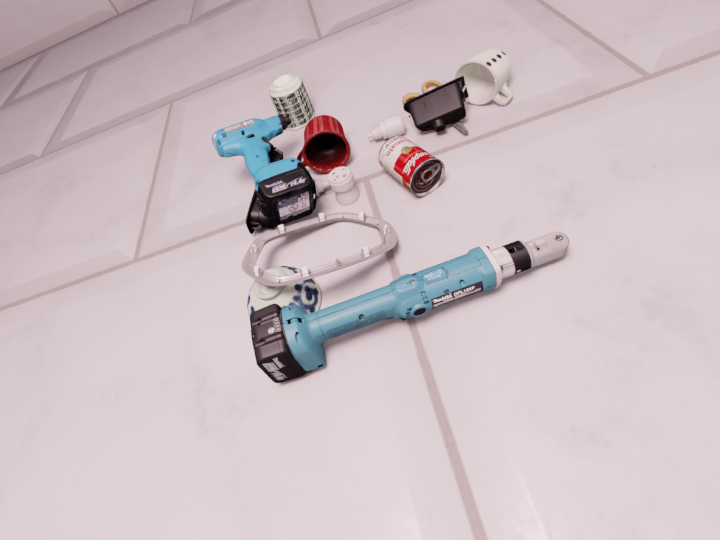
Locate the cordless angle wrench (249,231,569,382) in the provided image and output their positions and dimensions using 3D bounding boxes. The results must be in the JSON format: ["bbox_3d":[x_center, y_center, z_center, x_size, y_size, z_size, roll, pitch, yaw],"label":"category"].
[{"bbox_3d":[0.066,0.034,0.554,0.424,0.093,0.078,-20,52,3],"label":"cordless angle wrench"}]

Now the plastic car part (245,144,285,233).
[{"bbox_3d":[-0.172,-0.151,0.821,0.067,0.065,0.206,14,55,0],"label":"plastic car part"}]

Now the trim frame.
[{"bbox_3d":[-0.064,-0.042,0.659,0.243,0.026,0.194,-17,35,-17],"label":"trim frame"}]

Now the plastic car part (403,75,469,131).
[{"bbox_3d":[0.146,-0.294,0.782,0.119,0.063,0.073,-19,68,20],"label":"plastic car part"}]

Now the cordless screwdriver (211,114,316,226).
[{"bbox_3d":[-0.156,-0.202,0.774,0.156,0.072,0.261,-27,56,-18],"label":"cordless screwdriver"}]
